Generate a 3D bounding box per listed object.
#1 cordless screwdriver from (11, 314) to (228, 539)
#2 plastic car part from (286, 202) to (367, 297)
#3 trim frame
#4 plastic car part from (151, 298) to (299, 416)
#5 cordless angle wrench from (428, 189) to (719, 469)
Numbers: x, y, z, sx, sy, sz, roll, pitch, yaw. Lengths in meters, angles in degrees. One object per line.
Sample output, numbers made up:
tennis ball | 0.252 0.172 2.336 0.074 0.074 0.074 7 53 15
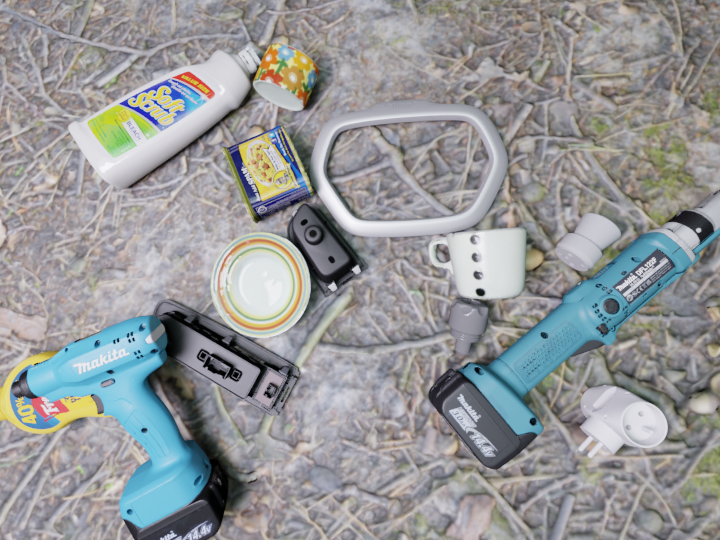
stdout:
cordless screwdriver | -0.254 0.187 0.461 0.158 0.075 0.246 -22 97 -4
plastic car part | -0.050 -0.033 0.512 0.066 0.070 0.118 -36 85 -3
trim frame | 0.059 -0.134 0.539 0.251 0.027 0.185 -4 83 6
plastic car part | -0.180 0.105 0.511 0.207 0.066 0.066 28 93 10
cordless angle wrench | 0.266 0.043 0.476 0.422 0.073 0.099 -39 83 -3
